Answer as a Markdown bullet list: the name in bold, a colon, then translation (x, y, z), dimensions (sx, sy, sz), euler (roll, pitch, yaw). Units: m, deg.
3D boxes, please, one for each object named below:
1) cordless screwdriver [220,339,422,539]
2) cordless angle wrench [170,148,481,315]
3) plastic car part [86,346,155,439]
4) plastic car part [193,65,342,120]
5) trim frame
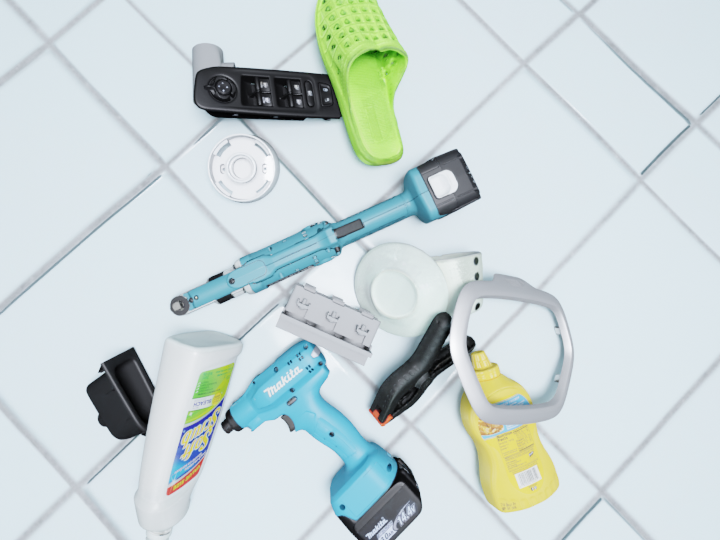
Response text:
- **cordless screwdriver**: translation (-0.052, 0.230, 0.539), dimensions (0.159, 0.073, 0.252), euler (-40, 84, -1)
- **cordless angle wrench**: translation (-0.055, -0.036, 0.565), dimensions (0.422, 0.098, 0.075), euler (-24, 89, -1)
- **plastic car part**: translation (-0.308, 0.171, 0.544), dimensions (0.071, 0.065, 0.117), euler (-26, 90, 8)
- **plastic car part**: translation (-0.129, -0.236, 0.577), dimensions (0.195, 0.070, 0.066), euler (-7, 93, -30)
- **trim frame**: translation (0.199, 0.096, 0.536), dimensions (0.237, 0.028, 0.186), euler (8, 77, -30)
